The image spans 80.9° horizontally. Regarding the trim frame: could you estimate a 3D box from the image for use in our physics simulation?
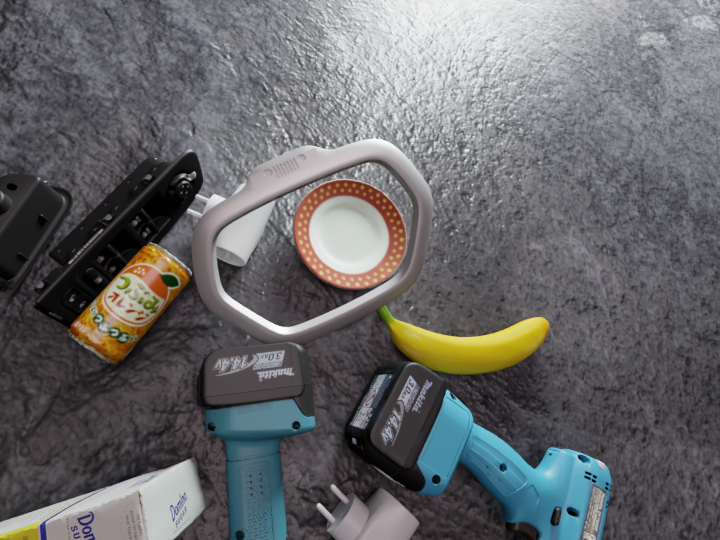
[{"bbox_3d":[-0.041,-0.027,0.416,0.247,0.028,0.179,-25,108,-4],"label":"trim frame"}]

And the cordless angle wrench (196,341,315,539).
[{"bbox_3d":[-0.069,0.275,0.325,0.096,0.074,0.432,-4,73,-14],"label":"cordless angle wrench"}]

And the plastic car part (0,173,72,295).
[{"bbox_3d":[-0.332,-0.046,0.393,0.065,0.071,0.117,24,70,-6],"label":"plastic car part"}]

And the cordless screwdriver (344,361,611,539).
[{"bbox_3d":[0.103,0.201,0.384,0.247,0.074,0.159,30,67,-3],"label":"cordless screwdriver"}]

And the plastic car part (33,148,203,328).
[{"bbox_3d":[-0.235,-0.043,0.420,0.070,0.063,0.202,26,66,25],"label":"plastic car part"}]
